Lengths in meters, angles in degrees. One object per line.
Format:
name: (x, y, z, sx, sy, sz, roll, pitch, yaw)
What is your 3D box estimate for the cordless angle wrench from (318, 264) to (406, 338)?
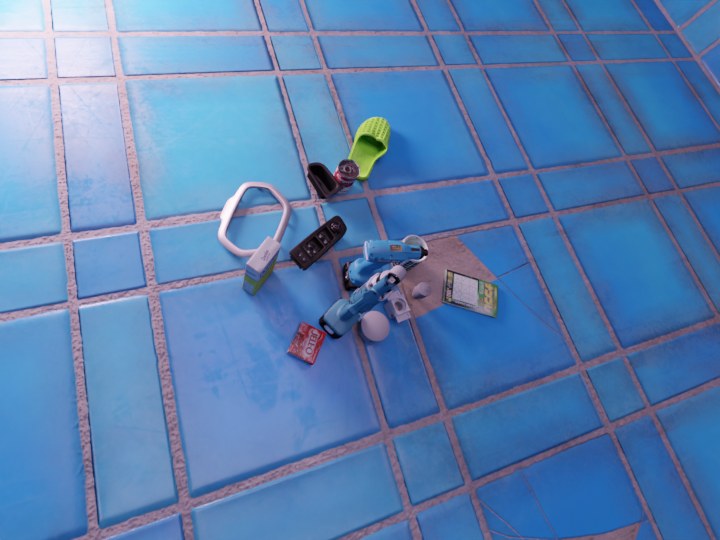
cordless angle wrench: (0.004, 0.068, 0.956, 0.075, 0.425, 0.097, 46, 63, 0)

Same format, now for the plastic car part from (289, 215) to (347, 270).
plastic car part: (-0.116, -0.076, 1.183, 0.067, 0.067, 0.201, 45, 64, 3)

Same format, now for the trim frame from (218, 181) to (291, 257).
trim frame: (-0.297, -0.145, 1.185, 0.182, 0.027, 0.251, 20, 64, -7)

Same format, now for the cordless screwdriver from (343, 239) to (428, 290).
cordless screwdriver: (0.054, -0.013, 1.102, 0.155, 0.250, 0.076, 2, 71, -18)

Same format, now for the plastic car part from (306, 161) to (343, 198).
plastic car part: (-0.117, -0.261, 1.258, 0.065, 0.071, 0.118, -32, 81, -26)
